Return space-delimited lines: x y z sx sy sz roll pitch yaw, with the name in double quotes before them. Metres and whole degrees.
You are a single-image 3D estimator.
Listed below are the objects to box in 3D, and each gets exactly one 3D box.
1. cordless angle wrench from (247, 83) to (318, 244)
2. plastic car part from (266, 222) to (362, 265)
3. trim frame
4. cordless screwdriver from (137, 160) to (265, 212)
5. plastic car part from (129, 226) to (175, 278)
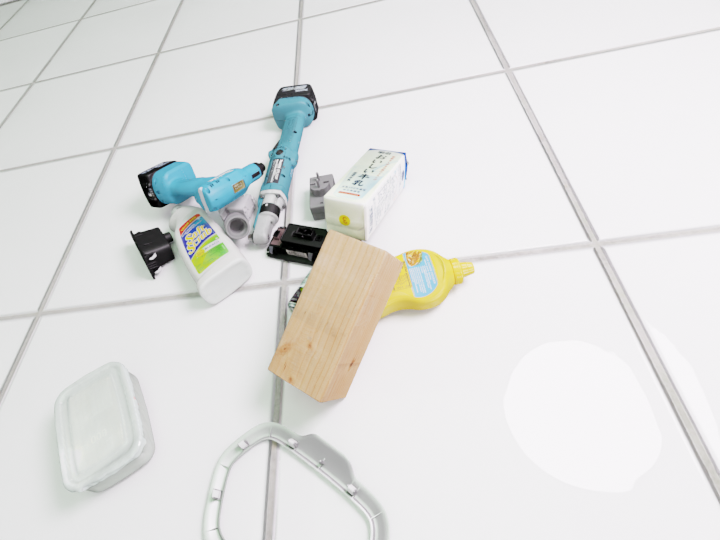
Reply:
"cordless angle wrench" -0.165 -0.232 0.894 0.100 0.071 0.432 -2 57 12
"plastic car part" -0.072 -0.047 0.741 0.210 0.064 0.066 14 52 20
"trim frame" -0.086 0.297 0.514 0.261 0.026 0.183 24 63 30
"cordless screwdriver" -0.320 -0.181 0.853 0.262 0.072 0.157 11 39 34
"plastic car part" -0.406 -0.051 0.837 0.069 0.064 0.123 -24 48 -23
